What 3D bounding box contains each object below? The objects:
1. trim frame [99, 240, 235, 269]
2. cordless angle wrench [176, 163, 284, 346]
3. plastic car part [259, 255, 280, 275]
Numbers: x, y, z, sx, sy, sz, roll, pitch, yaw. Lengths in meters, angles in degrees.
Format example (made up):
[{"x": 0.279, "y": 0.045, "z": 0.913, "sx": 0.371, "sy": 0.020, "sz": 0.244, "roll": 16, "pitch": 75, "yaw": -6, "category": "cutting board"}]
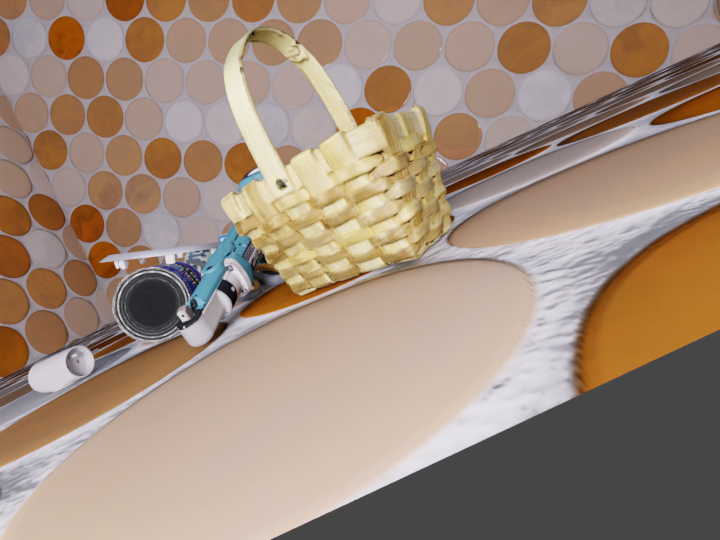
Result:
[{"x": -0.270, "y": -0.026, "z": 0.636, "sx": 0.184, "sy": 0.027, "sz": 0.249, "roll": -8, "pitch": 5, "yaw": -1, "category": "trim frame"}, {"x": -0.154, "y": -0.044, "z": 0.575, "sx": 0.075, "sy": 0.094, "sz": 0.433, "roll": -21, "pitch": 27, "yaw": 12, "category": "cordless angle wrench"}, {"x": -0.066, "y": -0.043, "z": 0.679, "sx": 0.205, "sy": 0.068, "sz": 0.064, "roll": -25, "pitch": -20, "yaw": 8, "category": "plastic car part"}]
